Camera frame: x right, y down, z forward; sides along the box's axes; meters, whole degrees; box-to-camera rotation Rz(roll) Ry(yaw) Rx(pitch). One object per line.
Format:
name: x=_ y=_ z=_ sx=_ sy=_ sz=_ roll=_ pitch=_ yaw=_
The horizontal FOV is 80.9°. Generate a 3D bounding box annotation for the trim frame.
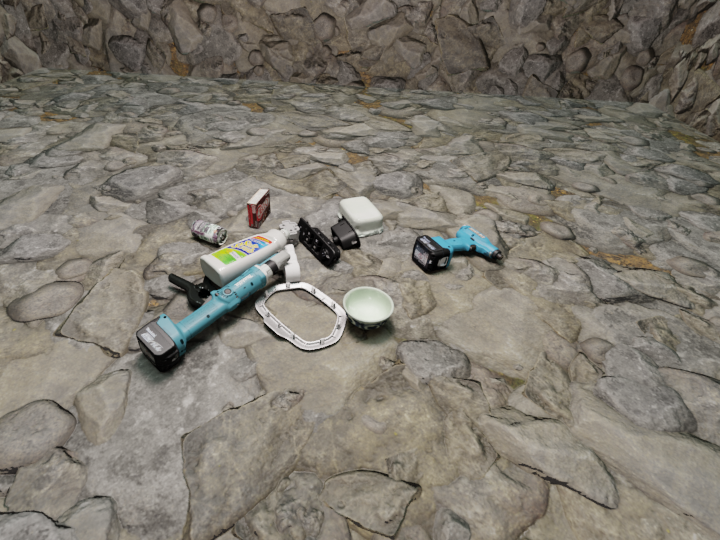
trim frame: x=-0.148 y=0.102 z=1.043 sx=0.179 sy=0.027 sz=0.262 roll=-30 pitch=50 yaw=-34

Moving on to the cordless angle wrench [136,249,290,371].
cordless angle wrench: x=-0.318 y=0.066 z=1.007 sx=0.102 sy=0.073 sz=0.415 roll=34 pitch=51 yaw=20

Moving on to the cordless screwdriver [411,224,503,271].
cordless screwdriver: x=0.285 y=-0.058 z=1.240 sx=0.241 sy=0.072 sz=0.168 roll=-16 pitch=41 yaw=-29

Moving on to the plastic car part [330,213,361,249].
plastic car part: x=-0.055 y=-0.109 z=1.303 sx=0.070 sy=0.063 sz=0.123 roll=-23 pitch=46 yaw=-9

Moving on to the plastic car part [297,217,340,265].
plastic car part: x=-0.123 y=-0.081 z=1.261 sx=0.064 sy=0.066 sz=0.215 roll=9 pitch=26 yaw=-40
